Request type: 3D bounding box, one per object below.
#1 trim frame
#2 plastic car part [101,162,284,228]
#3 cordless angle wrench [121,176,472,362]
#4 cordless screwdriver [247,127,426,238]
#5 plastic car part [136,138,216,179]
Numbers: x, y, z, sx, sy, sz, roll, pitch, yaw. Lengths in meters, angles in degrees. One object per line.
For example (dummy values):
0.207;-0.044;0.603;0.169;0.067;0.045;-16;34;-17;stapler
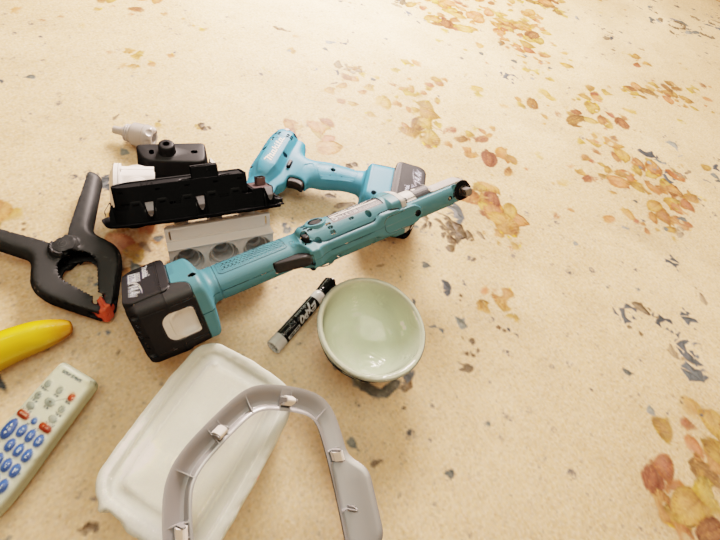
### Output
-0.061;0.220;0.342;0.176;0.028;0.254;-3;70;-36;trim frame
-0.195;-0.087;0.491;0.198;0.065;0.070;-16;31;-19;plastic car part
-0.048;-0.031;0.491;0.415;0.072;0.103;-24;30;-18;cordless angle wrench
-0.041;-0.111;0.605;0.252;0.073;0.161;18;54;5;cordless screwdriver
-0.257;-0.147;0.584;0.113;0.070;0.068;-2;55;-18;plastic car part
